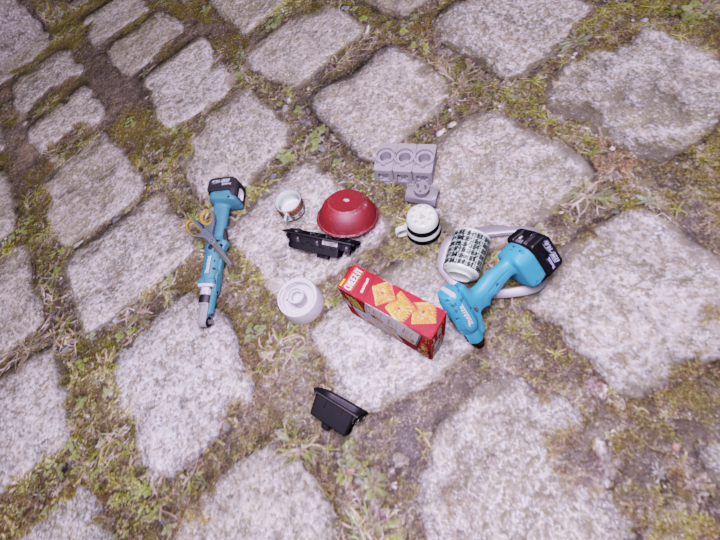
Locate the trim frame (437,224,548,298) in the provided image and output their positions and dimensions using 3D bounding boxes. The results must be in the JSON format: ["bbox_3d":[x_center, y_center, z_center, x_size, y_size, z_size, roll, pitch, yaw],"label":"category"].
[{"bbox_3d":[0.301,-0.024,0.952,0.254,0.026,0.189,-9,64,14],"label":"trim frame"}]

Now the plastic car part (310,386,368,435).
[{"bbox_3d":[-0.054,0.301,0.884,0.122,0.063,0.071,18,85,26],"label":"plastic car part"}]

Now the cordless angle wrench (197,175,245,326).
[{"bbox_3d":[-0.392,-0.056,1.148,0.100,0.071,0.432,-4,66,13],"label":"cordless angle wrench"}]

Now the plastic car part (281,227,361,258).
[{"bbox_3d":[-0.105,-0.069,1.075,0.211,0.065,0.066,17,111,20],"label":"plastic car part"}]

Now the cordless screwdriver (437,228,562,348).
[{"bbox_3d":[0.289,0.039,0.863,0.248,0.153,0.077,-37,22,-4],"label":"cordless screwdriver"}]
